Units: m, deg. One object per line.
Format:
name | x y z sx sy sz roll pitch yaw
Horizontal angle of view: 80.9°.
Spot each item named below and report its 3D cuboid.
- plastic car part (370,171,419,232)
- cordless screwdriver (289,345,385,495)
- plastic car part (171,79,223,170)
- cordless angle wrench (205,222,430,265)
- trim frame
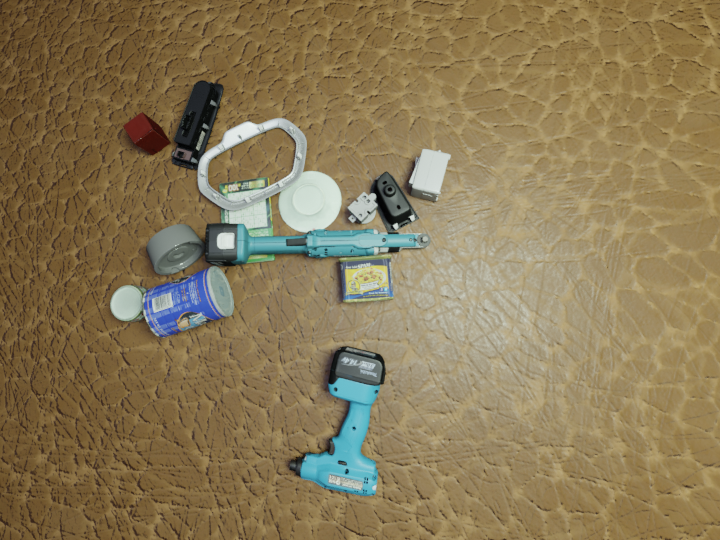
plastic car part | 0.060 -0.141 0.819 0.066 0.070 0.118 -27 82 1
cordless screwdriver | -0.038 0.267 0.768 0.162 0.073 0.249 6 86 9
plastic car part | -0.360 -0.326 0.918 0.068 0.065 0.204 16 81 15
cordless angle wrench | -0.080 -0.052 0.815 0.423 0.097 0.075 -1 83 0
trim frame | -0.229 -0.228 0.888 0.249 0.026 0.190 -26 70 4
